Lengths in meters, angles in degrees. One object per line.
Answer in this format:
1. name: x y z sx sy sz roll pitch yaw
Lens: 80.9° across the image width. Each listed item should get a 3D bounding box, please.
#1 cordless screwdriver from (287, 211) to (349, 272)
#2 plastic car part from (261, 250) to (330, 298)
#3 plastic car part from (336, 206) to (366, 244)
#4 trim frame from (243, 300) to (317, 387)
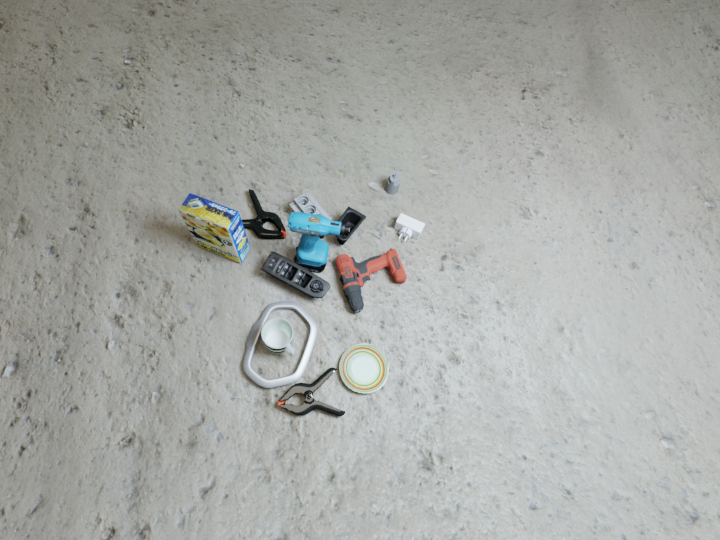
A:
1. cordless screwdriver: -0.116 -0.076 1.182 0.160 0.243 0.076 10 64 1
2. plastic car part: -0.186 0.024 1.230 0.208 0.065 0.066 26 65 12
3. plastic car part: -0.042 -0.127 1.306 0.068 0.069 0.116 30 66 11
4. trim frame: -0.221 0.198 1.161 0.187 0.027 0.251 14 64 7
